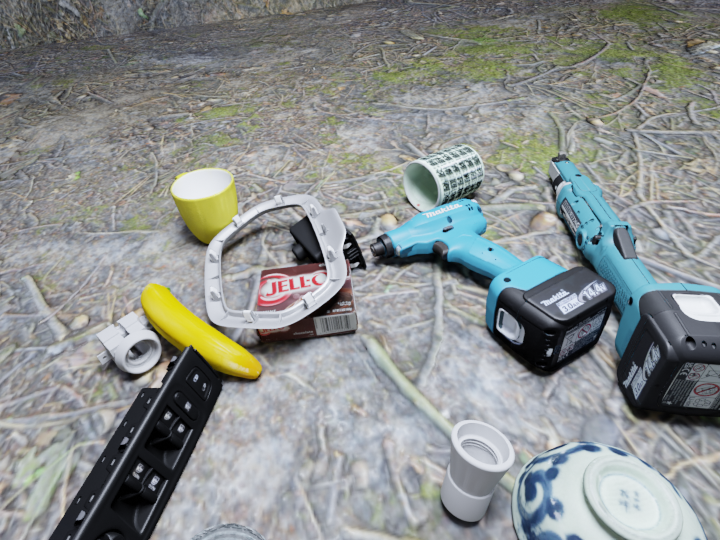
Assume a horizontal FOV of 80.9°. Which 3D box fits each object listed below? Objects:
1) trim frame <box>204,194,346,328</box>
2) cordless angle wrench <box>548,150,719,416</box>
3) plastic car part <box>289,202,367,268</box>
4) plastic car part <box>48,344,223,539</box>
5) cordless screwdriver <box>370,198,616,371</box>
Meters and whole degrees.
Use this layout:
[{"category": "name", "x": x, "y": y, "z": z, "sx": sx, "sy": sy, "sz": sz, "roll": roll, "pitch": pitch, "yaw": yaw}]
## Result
[{"category": "trim frame", "x": -0.108, "y": -0.024, "z": 0.521, "sx": 0.184, "sy": 0.026, "sz": 0.260, "roll": -22, "pitch": 39, "yaw": -1}, {"category": "cordless angle wrench", "x": 0.291, "y": -0.037, "z": 0.504, "sx": 0.075, "sy": 0.095, "sz": 0.431, "roll": 1, "pitch": 37, "yaw": 6}, {"category": "plastic car part", "x": -0.056, "y": -0.036, "z": 0.570, "sx": 0.070, "sy": 0.063, "sz": 0.123, "roll": -36, "pitch": 44, "yaw": -13}, {"category": "plastic car part", "x": -0.189, "y": 0.162, "z": 0.352, "sx": 0.069, "sy": 0.063, "sz": 0.207, "roll": -6, "pitch": 40, "yaw": 14}, {"category": "cordless screwdriver", "x": 0.131, "y": 0.003, "z": 0.485, "sx": 0.156, "sy": 0.072, "sz": 0.262, "roll": -20, "pitch": 39, "yaw": -16}]
